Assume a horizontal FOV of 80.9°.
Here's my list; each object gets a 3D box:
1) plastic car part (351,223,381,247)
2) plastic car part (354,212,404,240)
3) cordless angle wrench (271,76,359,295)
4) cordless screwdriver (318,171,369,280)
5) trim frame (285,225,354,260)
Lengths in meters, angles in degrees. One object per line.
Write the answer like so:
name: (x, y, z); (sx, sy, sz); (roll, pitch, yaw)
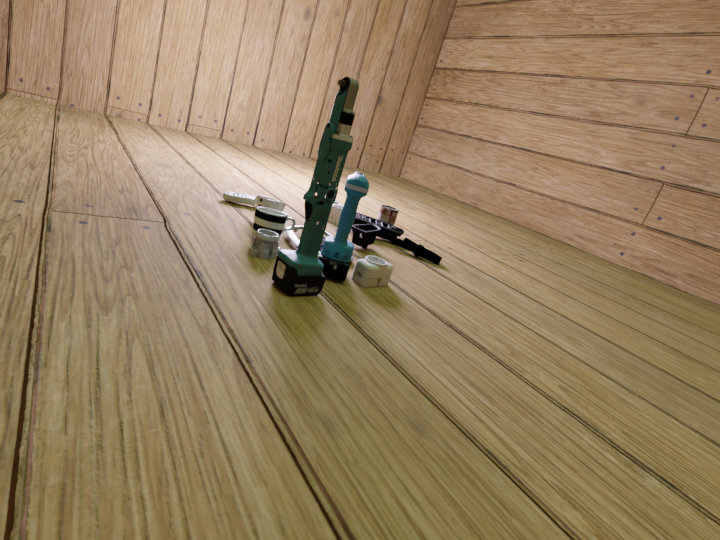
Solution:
plastic car part: (0.015, -0.103, 1.305); (0.069, 0.070, 0.111); (28, 21, 32)
plastic car part: (0.053, -0.147, 1.470); (0.201, 0.066, 0.068); (14, 18, -6)
cordless angle wrench: (-0.074, -0.154, 0.821); (0.093, 0.419, 0.079); (3, 22, -40)
cordless screwdriver: (-0.036, -0.110, 1.000); (0.074, 0.246, 0.161); (16, 17, -4)
trim frame: (-0.116, -0.076, 1.184); (0.176, 0.027, 0.262); (6, 21, -28)
